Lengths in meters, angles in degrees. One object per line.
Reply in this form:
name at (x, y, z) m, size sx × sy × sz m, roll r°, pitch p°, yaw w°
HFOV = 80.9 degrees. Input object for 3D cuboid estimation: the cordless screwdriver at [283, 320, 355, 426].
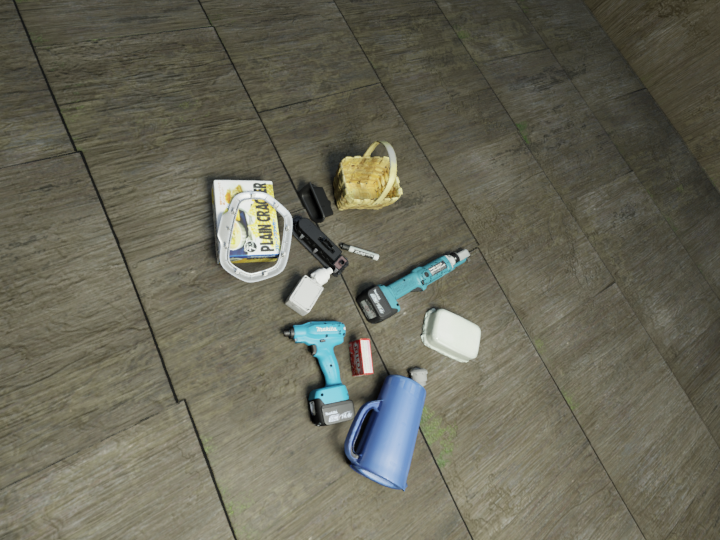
cordless screwdriver at (-0.104, 0.249, 1.042) m, size 0.154 × 0.075 × 0.255 m, roll 0°, pitch 66°, yaw -21°

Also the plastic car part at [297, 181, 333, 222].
plastic car part at (-0.119, -0.195, 1.222) m, size 0.068 × 0.067 × 0.118 m, roll -23°, pitch 83°, yaw -42°

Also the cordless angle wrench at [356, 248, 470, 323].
cordless angle wrench at (0.179, 0.022, 1.240) m, size 0.412 × 0.075 × 0.099 m, roll -27°, pitch 83°, yaw -30°

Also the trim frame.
trim frame at (-0.263, -0.090, 1.063) m, size 0.179 × 0.028 × 0.253 m, roll 12°, pitch 68°, yaw -15°

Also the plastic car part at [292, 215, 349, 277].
plastic car part at (-0.115, -0.075, 1.173) m, size 0.204 × 0.067 × 0.066 m, roll 43°, pitch 68°, yaw 2°
